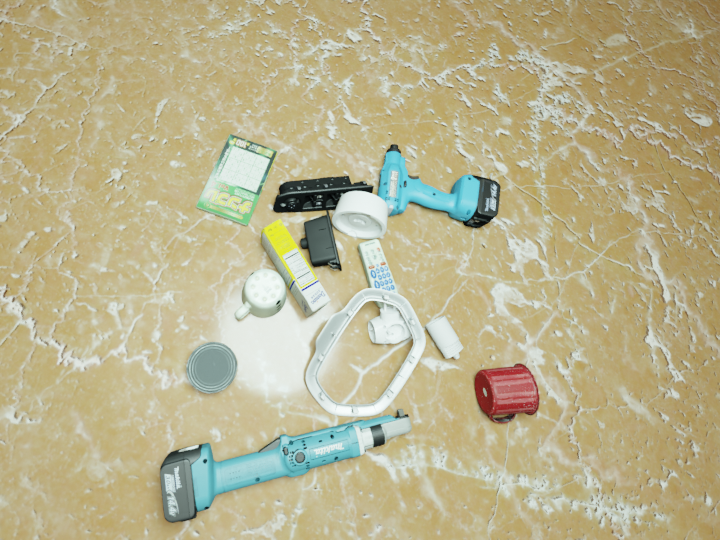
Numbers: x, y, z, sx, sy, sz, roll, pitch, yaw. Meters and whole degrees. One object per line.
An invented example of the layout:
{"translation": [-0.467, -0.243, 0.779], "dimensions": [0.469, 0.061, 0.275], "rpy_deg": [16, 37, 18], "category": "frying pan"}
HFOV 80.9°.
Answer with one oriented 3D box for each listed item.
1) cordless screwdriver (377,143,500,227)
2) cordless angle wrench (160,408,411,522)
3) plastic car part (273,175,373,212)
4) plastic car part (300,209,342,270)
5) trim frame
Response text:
{"translation": [0.163, -0.181, 0.902], "dimensions": [0.247, 0.074, 0.161], "rpy_deg": [8, 73, -3], "category": "cordless screwdriver"}
{"translation": [-0.108, 0.309, 0.712], "dimensions": [0.414, 0.074, 0.100], "rpy_deg": [-9, 77, -15], "category": "cordless angle wrench"}
{"translation": [-0.080, -0.160, 0.860], "dimensions": [0.199, 0.065, 0.069], "rpy_deg": [-11, 68, -13], "category": "plastic car part"}
{"translation": [-0.081, -0.053, 0.833], "dimensions": [0.071, 0.064, 0.119], "rpy_deg": [-16, 74, -1], "category": "plastic car part"}
{"translation": [0.009, 0.152, 0.765], "dimensions": [0.183, 0.028, 0.248], "rpy_deg": [34, 90, -4], "category": "trim frame"}
